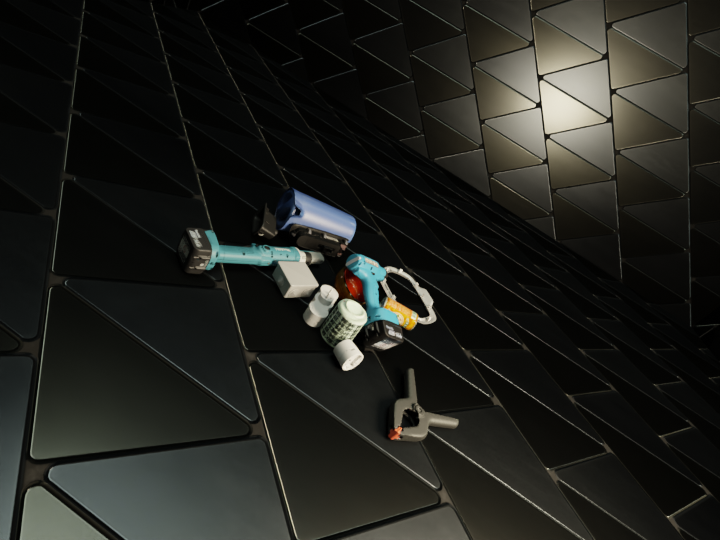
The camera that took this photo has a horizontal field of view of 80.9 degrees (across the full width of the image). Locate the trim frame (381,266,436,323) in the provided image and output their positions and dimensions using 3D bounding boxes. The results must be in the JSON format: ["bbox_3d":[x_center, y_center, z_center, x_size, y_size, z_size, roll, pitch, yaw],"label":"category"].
[{"bbox_3d":[0.148,0.071,1.340,0.175,0.027,0.261,12,33,-32],"label":"trim frame"}]

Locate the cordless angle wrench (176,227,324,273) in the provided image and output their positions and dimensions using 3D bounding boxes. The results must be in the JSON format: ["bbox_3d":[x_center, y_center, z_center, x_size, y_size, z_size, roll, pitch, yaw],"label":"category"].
[{"bbox_3d":[-0.256,-0.040,1.099,0.402,0.074,0.103,3,39,-44],"label":"cordless angle wrench"}]

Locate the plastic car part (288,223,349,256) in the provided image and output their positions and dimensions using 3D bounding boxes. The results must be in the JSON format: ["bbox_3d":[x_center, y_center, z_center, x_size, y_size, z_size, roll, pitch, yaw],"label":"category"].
[{"bbox_3d":[-0.124,-0.081,1.264,0.194,0.066,0.070,19,34,-29],"label":"plastic car part"}]

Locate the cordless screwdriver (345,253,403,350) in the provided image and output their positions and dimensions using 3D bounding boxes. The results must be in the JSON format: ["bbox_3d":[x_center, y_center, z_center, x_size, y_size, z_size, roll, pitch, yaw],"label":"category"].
[{"bbox_3d":[0.047,0.081,1.112,0.150,0.076,0.258,23,44,-47],"label":"cordless screwdriver"}]

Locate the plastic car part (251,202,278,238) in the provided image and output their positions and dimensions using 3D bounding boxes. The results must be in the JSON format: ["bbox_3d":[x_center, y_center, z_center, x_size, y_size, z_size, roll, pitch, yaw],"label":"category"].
[{"bbox_3d":[-0.274,-0.130,1.233,0.067,0.067,0.121,31,29,-33],"label":"plastic car part"}]
